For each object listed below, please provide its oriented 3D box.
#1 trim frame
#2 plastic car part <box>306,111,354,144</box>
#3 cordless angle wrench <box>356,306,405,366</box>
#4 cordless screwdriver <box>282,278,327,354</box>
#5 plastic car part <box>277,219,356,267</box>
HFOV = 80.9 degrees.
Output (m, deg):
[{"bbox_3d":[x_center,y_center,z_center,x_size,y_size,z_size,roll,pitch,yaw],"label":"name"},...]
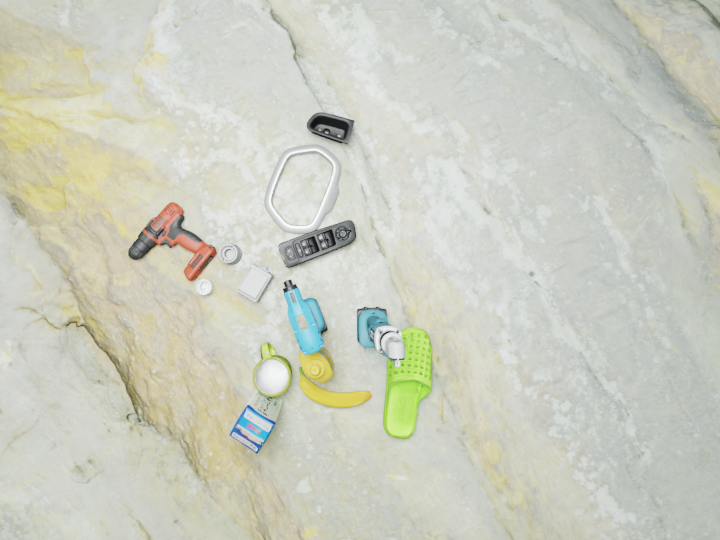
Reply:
[{"bbox_3d":[-0.151,-0.218,1.124,0.185,0.027,0.249,20,85,3],"label":"trim frame"},{"bbox_3d":[-0.081,-0.371,1.116,0.117,0.070,0.066,16,86,1],"label":"plastic car part"},{"bbox_3d":[0.043,0.135,0.891,0.074,0.422,0.098,0,88,-4],"label":"cordless angle wrench"},{"bbox_3d":[-0.134,0.098,0.984,0.074,0.248,0.160,-22,88,-5],"label":"cordless screwdriver"},{"bbox_3d":[-0.107,-0.070,1.090,0.203,0.067,0.067,-21,87,-1],"label":"plastic car part"}]
